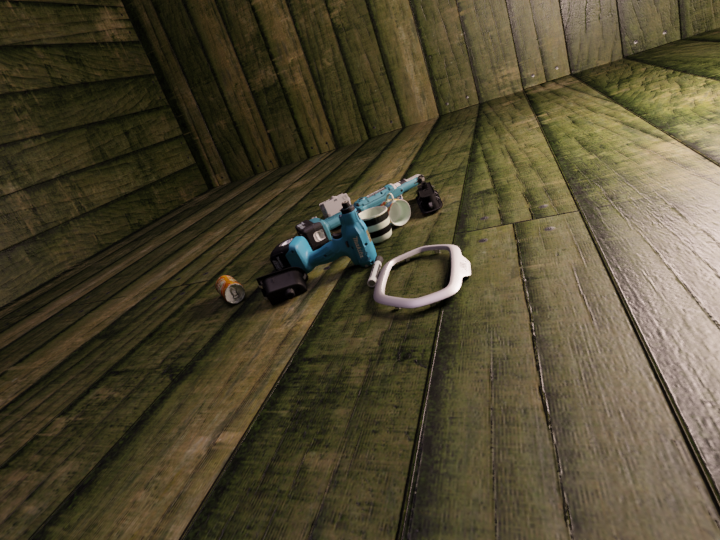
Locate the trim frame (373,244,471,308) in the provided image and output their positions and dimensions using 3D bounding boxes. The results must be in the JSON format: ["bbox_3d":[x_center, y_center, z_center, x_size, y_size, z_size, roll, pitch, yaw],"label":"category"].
[{"bbox_3d":[0.120,0.008,0.829,0.189,0.027,0.249,-14,22,20],"label":"trim frame"}]

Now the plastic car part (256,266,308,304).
[{"bbox_3d":[-0.175,0.041,0.978,0.116,0.063,0.074,-18,36,-2],"label":"plastic car part"}]

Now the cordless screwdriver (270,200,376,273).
[{"bbox_3d":[-0.099,-0.065,1.012,0.256,0.155,0.074,-13,20,23],"label":"cordless screwdriver"}]

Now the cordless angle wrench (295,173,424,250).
[{"bbox_3d":[0.010,-0.191,1.272,0.419,0.072,0.102,-29,23,-10],"label":"cordless angle wrench"}]

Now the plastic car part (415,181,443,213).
[{"bbox_3d":[0.196,-0.217,1.221,0.067,0.065,0.207,-11,26,8],"label":"plastic car part"}]
